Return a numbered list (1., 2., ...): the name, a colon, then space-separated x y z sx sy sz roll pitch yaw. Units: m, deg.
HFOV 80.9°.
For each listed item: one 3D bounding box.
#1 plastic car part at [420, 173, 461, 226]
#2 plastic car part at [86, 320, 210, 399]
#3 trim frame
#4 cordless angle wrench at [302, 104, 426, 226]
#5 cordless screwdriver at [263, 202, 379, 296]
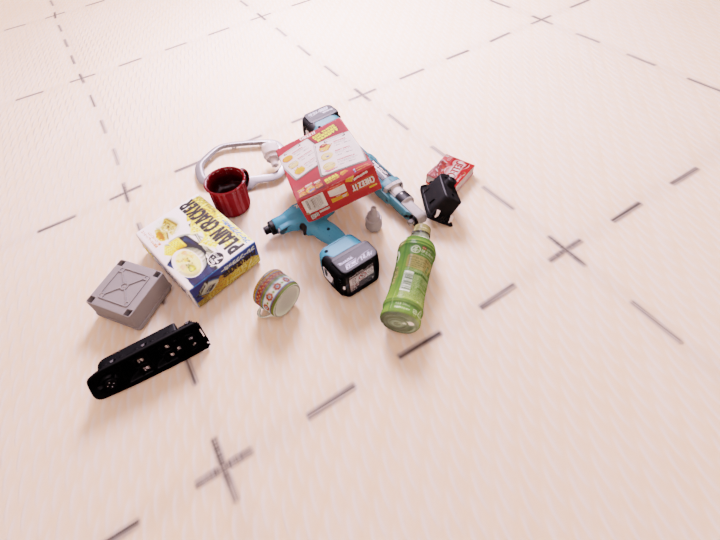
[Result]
1. plastic car part: 0.172 -0.160 0.880 0.063 0.071 0.120 17 48 -26
2. plastic car part: -0.370 0.144 0.730 0.200 0.063 0.071 -31 46 -16
3. trim frame: -0.295 -0.268 1.064 0.250 0.026 0.190 -4 51 2
4. cordless angle wrench: 0.008 -0.244 0.981 0.096 0.072 0.445 -30 57 -16
5. cordless screwdriver: -0.082 -0.054 0.842 0.157 0.071 0.262 -28 50 -14
